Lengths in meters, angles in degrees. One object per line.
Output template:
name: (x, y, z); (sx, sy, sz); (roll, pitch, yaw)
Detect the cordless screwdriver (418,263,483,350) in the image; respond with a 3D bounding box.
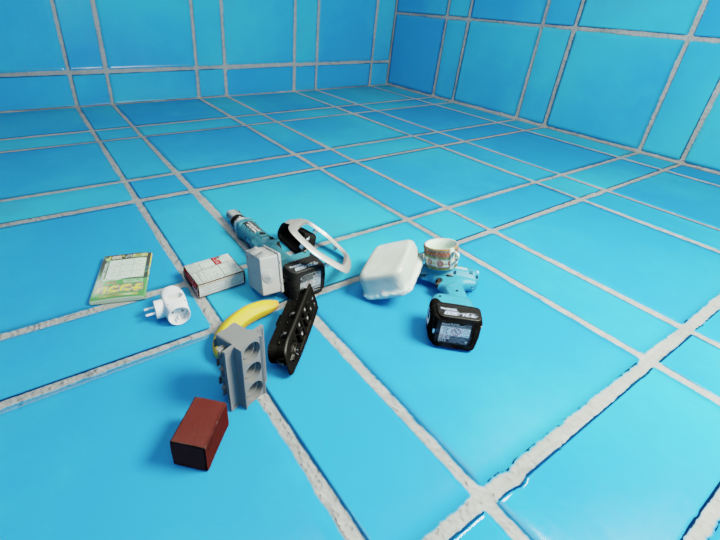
cordless screwdriver: (0.171, 0.056, 0.896); (0.162, 0.072, 0.250); (9, 29, 8)

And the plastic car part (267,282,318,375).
plastic car part: (-0.129, 0.106, 0.798); (0.068, 0.064, 0.207); (-3, 32, 6)

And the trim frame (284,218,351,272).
trim frame: (-0.096, -0.063, 0.984); (0.183, 0.027, 0.250); (39, 13, -6)

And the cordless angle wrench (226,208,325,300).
cordless angle wrench: (-0.242, -0.069, 1.057); (0.095, 0.072, 0.448); (-19, 36, -32)

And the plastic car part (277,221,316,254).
plastic car part: (-0.159, -0.089, 1.109); (0.068, 0.065, 0.123); (-2, 26, -40)
